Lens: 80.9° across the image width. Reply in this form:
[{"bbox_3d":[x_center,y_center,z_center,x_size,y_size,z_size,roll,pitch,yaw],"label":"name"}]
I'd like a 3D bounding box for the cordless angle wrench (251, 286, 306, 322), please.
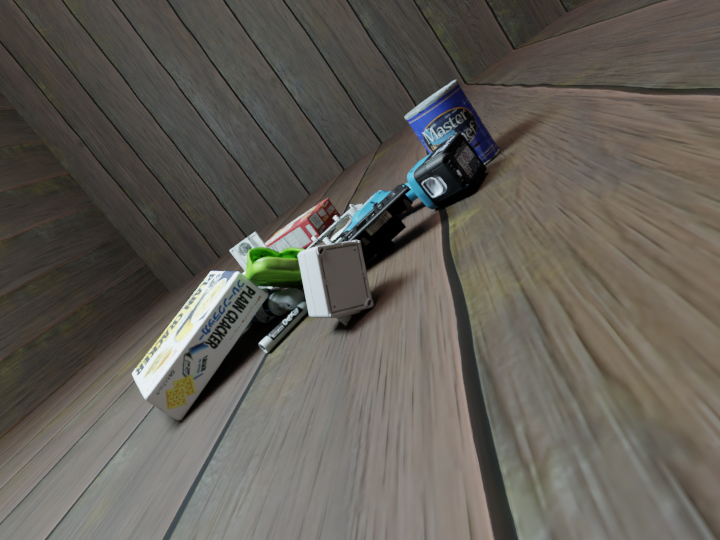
[{"bbox_3d":[-0.225,0.072,0.805,0.439,0.072,0.097,-12,28,52],"label":"cordless angle wrench"}]

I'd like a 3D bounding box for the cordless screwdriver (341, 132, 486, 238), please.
[{"bbox_3d":[0.072,-0.117,0.704,0.256,0.073,0.157,-24,19,50],"label":"cordless screwdriver"}]

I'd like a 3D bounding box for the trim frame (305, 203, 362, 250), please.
[{"bbox_3d":[-0.086,-0.057,0.884,0.252,0.027,0.186,-37,17,25],"label":"trim frame"}]

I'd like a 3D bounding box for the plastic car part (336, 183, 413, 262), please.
[{"bbox_3d":[0.004,-0.043,0.635,0.204,0.065,0.068,-38,20,10],"label":"plastic car part"}]
